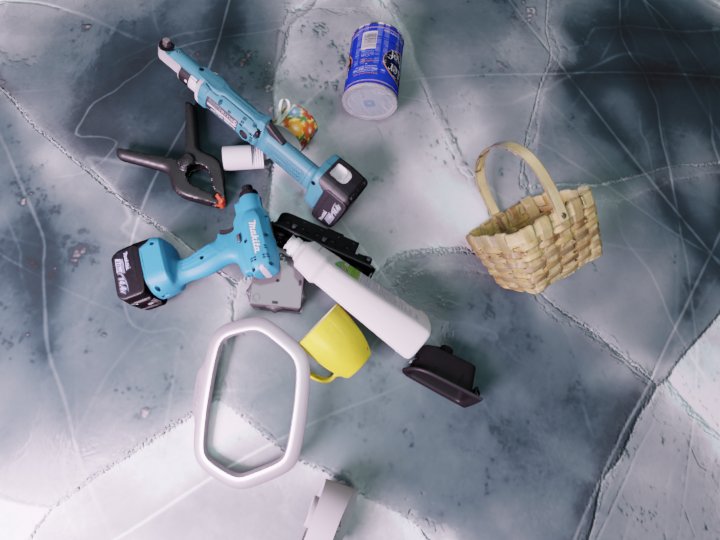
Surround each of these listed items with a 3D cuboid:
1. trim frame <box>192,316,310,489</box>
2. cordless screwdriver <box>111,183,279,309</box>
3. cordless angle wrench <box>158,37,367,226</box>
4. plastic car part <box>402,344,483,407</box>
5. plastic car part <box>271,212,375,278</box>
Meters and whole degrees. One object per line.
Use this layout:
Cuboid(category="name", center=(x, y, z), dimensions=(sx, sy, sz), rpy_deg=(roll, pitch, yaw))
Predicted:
Cuboid(category="trim frame", center=(-0.169, 0.195, 0.636), dimensions=(0.187, 0.027, 0.250), rpy_deg=(5, 83, 10))
Cuboid(category="cordless screwdriver", center=(-0.260, -0.038, 0.673), dimensions=(0.249, 0.072, 0.164), rpy_deg=(-17, 68, 1))
Cuboid(category="cordless angle wrench", center=(-0.180, -0.244, 0.716), dimensions=(0.424, 0.098, 0.074), rpy_deg=(40, 58, 2))
Cuboid(category="plastic car part", center=(0.135, 0.157, 0.676), dimensions=(0.118, 0.065, 0.071), rpy_deg=(30, 59, 7))
Cuboid(category="plastic car part", center=(-0.070, -0.046, 0.716), dimensions=(0.204, 0.065, 0.068), rpy_deg=(20, 64, 2))
